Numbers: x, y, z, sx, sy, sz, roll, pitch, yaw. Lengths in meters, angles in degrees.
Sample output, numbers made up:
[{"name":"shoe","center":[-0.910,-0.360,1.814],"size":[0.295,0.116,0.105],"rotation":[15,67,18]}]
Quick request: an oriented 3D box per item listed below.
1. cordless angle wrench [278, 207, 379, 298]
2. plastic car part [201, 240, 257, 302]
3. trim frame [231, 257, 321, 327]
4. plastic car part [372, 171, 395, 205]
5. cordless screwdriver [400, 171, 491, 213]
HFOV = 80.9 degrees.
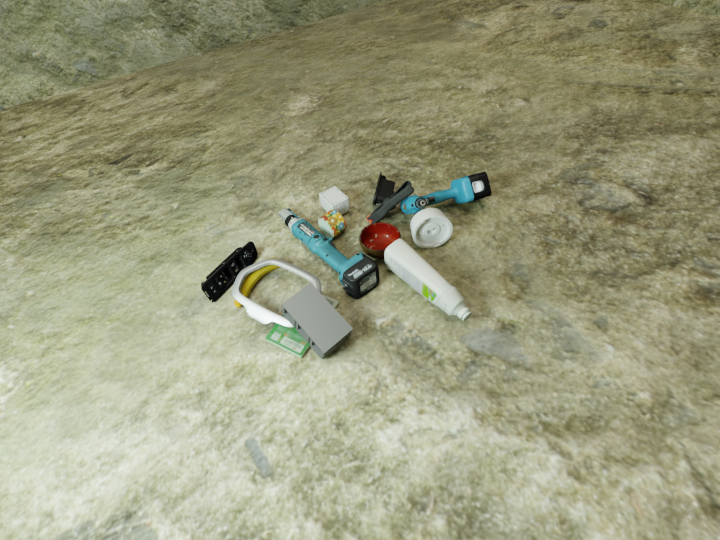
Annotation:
[{"name":"cordless angle wrench","center":[-0.118,-0.077,1.202],"size":[0.096,0.071,0.448],"rotation":[-34,48,-21]},{"name":"plastic car part","center":[-0.370,-0.003,1.193],"size":[0.070,0.063,0.201],"rotation":[4,44,49]},{"name":"trim frame","center":[-0.215,0.054,1.091],"size":[0.258,0.026,0.183],"rotation":[23,55,20]},{"name":"plastic car part","center":[0.079,-0.243,1.326],"size":[0.071,0.064,0.119],"rotation":[10,52,0]},{"name":"cordless screwdriver","center":[0.247,-0.215,1.205],"size":[0.248,0.074,0.161],"rotation":[-16,7,-4]}]
